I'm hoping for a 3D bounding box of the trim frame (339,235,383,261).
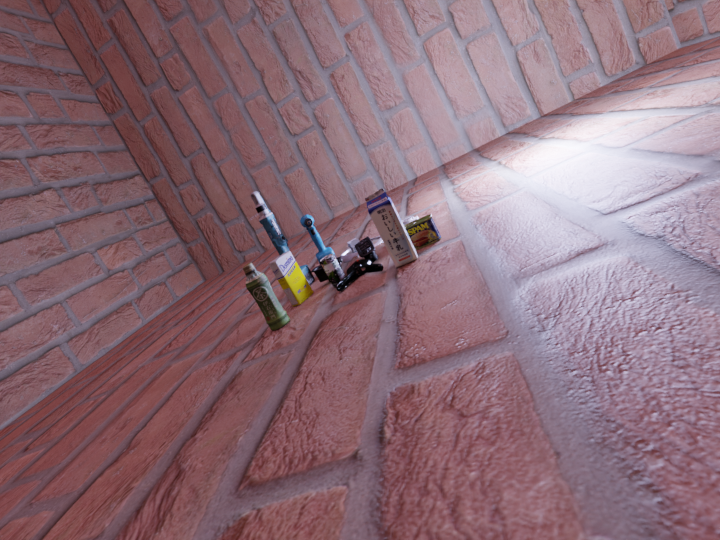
[{"bbox_3d":[0.005,-0.089,1.747,0.180,0.027,0.258,-36,15,-29],"label":"trim frame"}]

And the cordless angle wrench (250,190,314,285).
[{"bbox_3d":[-0.318,-0.117,1.652,0.077,0.417,0.096,-22,10,36],"label":"cordless angle wrench"}]

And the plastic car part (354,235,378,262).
[{"bbox_3d":[0.024,-0.069,1.552,0.066,0.066,0.206,-27,13,2],"label":"plastic car part"}]

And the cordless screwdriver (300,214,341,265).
[{"bbox_3d":[-0.164,-0.107,1.679,0.074,0.245,0.162,-28,10,-4],"label":"cordless screwdriver"}]

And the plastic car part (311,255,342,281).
[{"bbox_3d":[-0.111,0.005,1.537,0.118,0.070,0.066,-25,11,14],"label":"plastic car part"}]
